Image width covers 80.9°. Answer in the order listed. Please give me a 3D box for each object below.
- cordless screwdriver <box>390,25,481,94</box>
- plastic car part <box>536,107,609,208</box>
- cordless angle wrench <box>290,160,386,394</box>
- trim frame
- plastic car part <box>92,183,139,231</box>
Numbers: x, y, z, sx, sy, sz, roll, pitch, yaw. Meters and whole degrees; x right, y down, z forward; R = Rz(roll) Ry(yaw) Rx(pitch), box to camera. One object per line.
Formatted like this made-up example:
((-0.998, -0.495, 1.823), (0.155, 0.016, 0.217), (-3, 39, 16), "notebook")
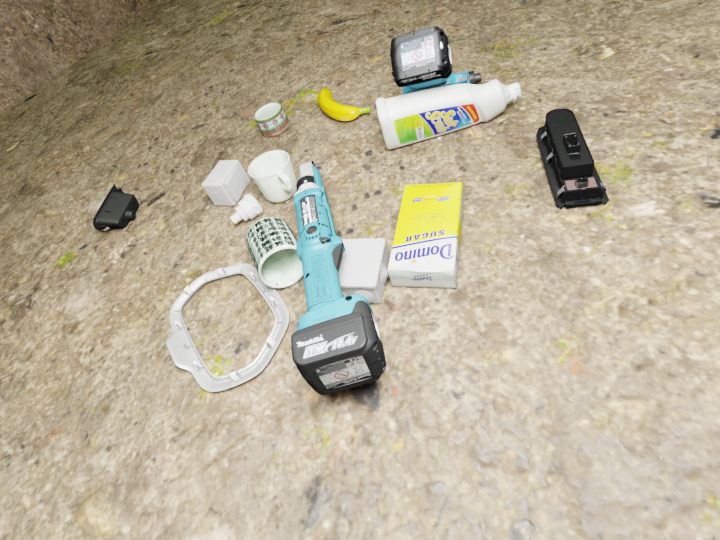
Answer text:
((0.146, -0.376, 0.798), (0.164, 0.074, 0.244), (-4, 7, 16), "cordless screwdriver")
((0.316, -0.185, 0.651), (0.068, 0.064, 0.207), (-12, 45, 21), "plastic car part")
((-0.059, -0.039, 0.607), (0.099, 0.071, 0.441), (-19, 44, 5), "cordless angle wrench")
((-0.216, 0.076, 0.664), (0.183, 0.026, 0.263), (-38, 49, -10), "trim frame")
((-0.550, -0.135, 0.971), (0.072, 0.064, 0.119), (1, 53, 4), "plastic car part")
